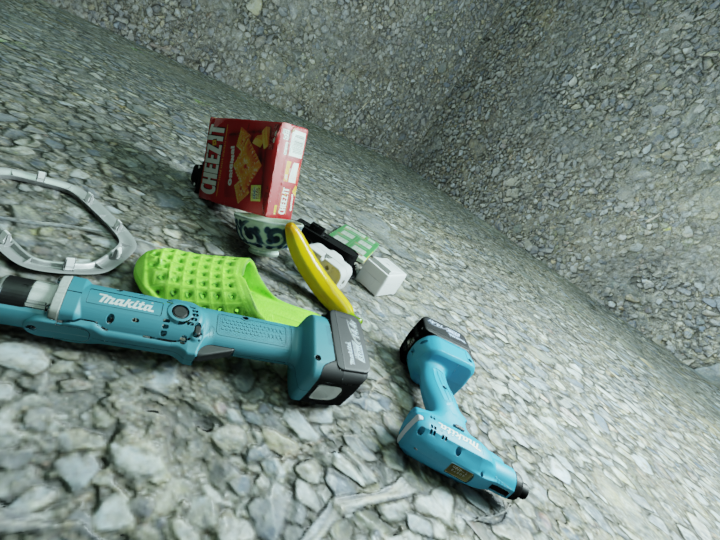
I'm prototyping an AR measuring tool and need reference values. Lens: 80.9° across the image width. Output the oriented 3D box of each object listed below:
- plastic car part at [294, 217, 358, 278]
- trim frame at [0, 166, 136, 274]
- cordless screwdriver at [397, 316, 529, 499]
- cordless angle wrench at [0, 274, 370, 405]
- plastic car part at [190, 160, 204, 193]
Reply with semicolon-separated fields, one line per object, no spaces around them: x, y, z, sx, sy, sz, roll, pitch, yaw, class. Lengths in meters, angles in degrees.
-0.085;-0.056;0.870;0.205;0.067;0.065;34;13;6;plastic car part
-0.400;-0.071;0.537;0.258;0.027;0.178;38;23;19;trim frame
0.131;0.179;0.582;0.158;0.074;0.251;28;24;-6;cordless screwdriver
-0.191;0.060;0.436;0.406;0.074;0.102;15;39;-23;cordless angle wrench
-0.315;-0.196;0.908;0.075;0.065;0.111;26;12;31;plastic car part
